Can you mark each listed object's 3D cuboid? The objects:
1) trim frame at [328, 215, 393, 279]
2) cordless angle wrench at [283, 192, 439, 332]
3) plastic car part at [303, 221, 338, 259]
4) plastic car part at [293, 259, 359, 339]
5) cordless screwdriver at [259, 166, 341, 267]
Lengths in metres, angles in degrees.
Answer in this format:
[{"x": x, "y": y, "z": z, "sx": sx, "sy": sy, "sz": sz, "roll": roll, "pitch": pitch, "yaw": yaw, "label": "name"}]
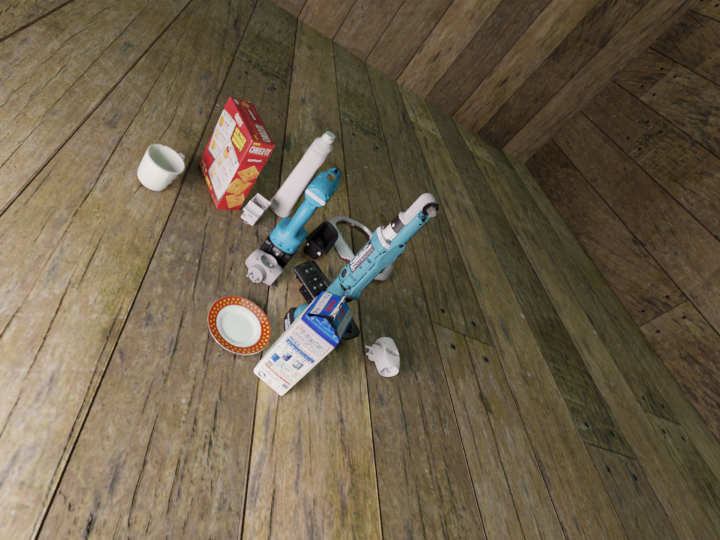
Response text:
[{"x": 0.000, "y": -0.068, "z": 1.224, "sx": 0.175, "sy": 0.028, "sz": 0.259, "roll": -4, "pitch": 53, "yaw": -45, "label": "trim frame"}, {"x": -0.009, "y": 0.014, "z": 0.771, "sx": 0.071, "sy": 0.426, "sz": 0.102, "roll": 18, "pitch": 42, "yaw": -32, "label": "cordless angle wrench"}, {"x": -0.107, "y": -0.070, "z": 1.089, "sx": 0.066, "sy": 0.071, "sz": 0.116, "roll": 39, "pitch": 34, "yaw": -3, "label": "plastic car part"}, {"x": -0.083, "y": 0.077, "z": 0.947, "sx": 0.064, "sy": 0.067, "sz": 0.209, "roll": -17, "pitch": 63, "yaw": -51, "label": "plastic car part"}, {"x": -0.130, "y": -0.130, "z": 0.978, "sx": 0.073, "sy": 0.250, "sz": 0.160, "roll": 37, "pitch": 35, "yaw": -9, "label": "cordless screwdriver"}]
